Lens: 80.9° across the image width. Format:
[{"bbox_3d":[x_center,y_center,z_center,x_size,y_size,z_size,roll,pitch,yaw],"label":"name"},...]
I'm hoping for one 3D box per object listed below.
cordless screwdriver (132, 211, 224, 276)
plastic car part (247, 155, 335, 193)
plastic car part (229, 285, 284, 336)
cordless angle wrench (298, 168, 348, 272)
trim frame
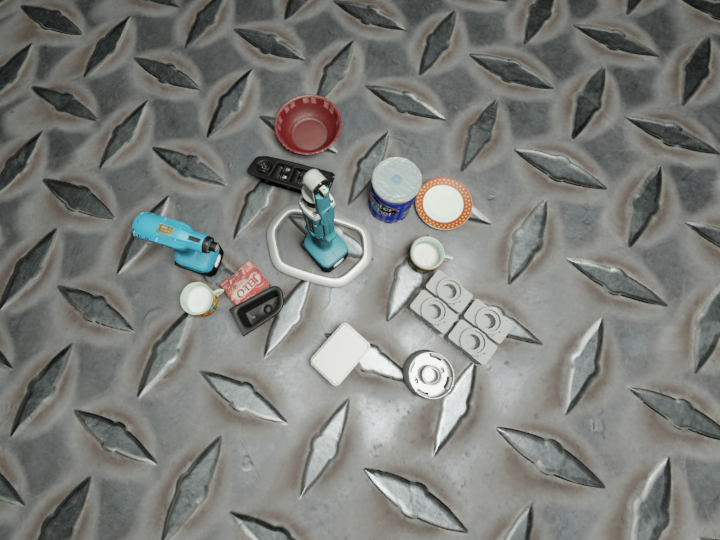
[{"bbox_3d":[-0.338,-0.044,0.865,0.161,0.245,0.075,17,78,3],"label":"cordless screwdriver"},{"bbox_3d":[-0.164,-0.219,0.994,0.206,0.066,0.067,18,78,7],"label":"plastic car part"},{"bbox_3d":[-0.212,0.086,0.915,0.116,0.070,0.067,-30,79,-6],"label":"plastic car part"},{"bbox_3d":[-0.073,-0.086,0.774,0.074,0.416,0.100,-40,82,-9],"label":"cordless angle wrench"},{"bbox_3d":[-0.095,-0.062,0.969,0.252,0.027,0.185,15,77,7],"label":"trim frame"}]
